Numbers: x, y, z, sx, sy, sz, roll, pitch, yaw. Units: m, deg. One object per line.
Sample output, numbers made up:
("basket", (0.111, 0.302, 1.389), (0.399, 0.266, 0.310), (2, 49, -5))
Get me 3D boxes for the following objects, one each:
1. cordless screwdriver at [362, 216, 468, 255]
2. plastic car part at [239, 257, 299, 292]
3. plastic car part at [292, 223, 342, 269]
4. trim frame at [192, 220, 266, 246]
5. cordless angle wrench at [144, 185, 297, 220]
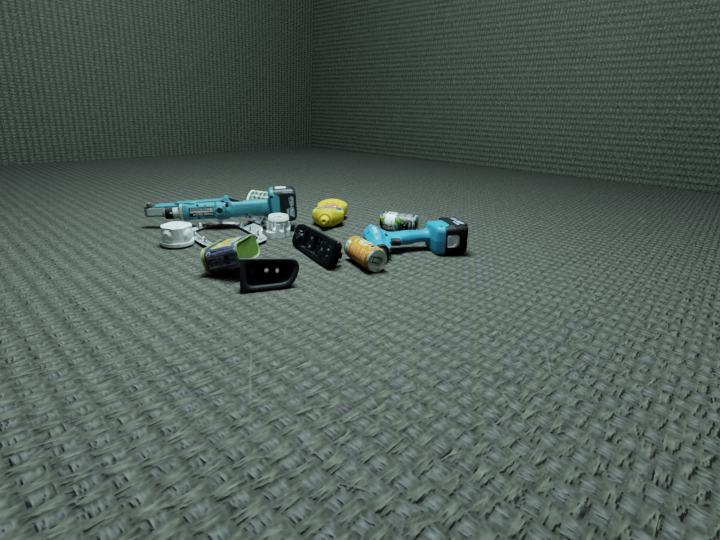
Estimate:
("cordless screwdriver", (0.137, -0.074, 1.034), (0.247, 0.073, 0.164), (-4, 21, -4))
("plastic car part", (-0.186, 0.003, 0.836), (0.113, 0.065, 0.074), (-4, 6, -24))
("plastic car part", (-0.098, -0.064, 1.004), (0.064, 0.065, 0.215), (0, 18, -37))
("trim frame", (-0.357, -0.102, 1.132), (0.177, 0.027, 0.263), (-13, 23, -36))
("cordless angle wrench", (-0.393, -0.176, 1.193), (0.420, 0.096, 0.076), (-4, 20, -4))
